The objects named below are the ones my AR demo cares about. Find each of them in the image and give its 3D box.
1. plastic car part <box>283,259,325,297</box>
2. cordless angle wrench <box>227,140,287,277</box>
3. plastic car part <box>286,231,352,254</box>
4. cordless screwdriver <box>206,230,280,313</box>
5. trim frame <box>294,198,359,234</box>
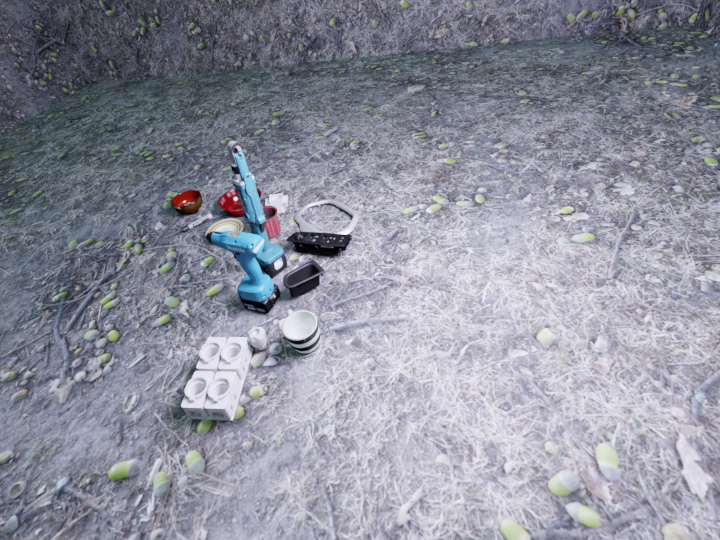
[{"bbox_3d":[-0.158,0.032,1.170,0.114,0.068,0.070,-30,45,-20],"label":"plastic car part"},{"bbox_3d":[-0.293,-0.160,1.159,0.103,0.406,0.073,29,52,35],"label":"cordless angle wrench"},{"bbox_3d":[-0.126,-0.083,1.292,0.211,0.064,0.066,10,45,22],"label":"plastic car part"},{"bbox_3d":[-0.308,-0.002,1.115,0.166,0.239,0.074,12,45,22],"label":"cordless screwdriver"},{"bbox_3d":[-0.116,-0.173,1.418,0.181,0.026,0.263,-34,46,-23],"label":"trim frame"}]
